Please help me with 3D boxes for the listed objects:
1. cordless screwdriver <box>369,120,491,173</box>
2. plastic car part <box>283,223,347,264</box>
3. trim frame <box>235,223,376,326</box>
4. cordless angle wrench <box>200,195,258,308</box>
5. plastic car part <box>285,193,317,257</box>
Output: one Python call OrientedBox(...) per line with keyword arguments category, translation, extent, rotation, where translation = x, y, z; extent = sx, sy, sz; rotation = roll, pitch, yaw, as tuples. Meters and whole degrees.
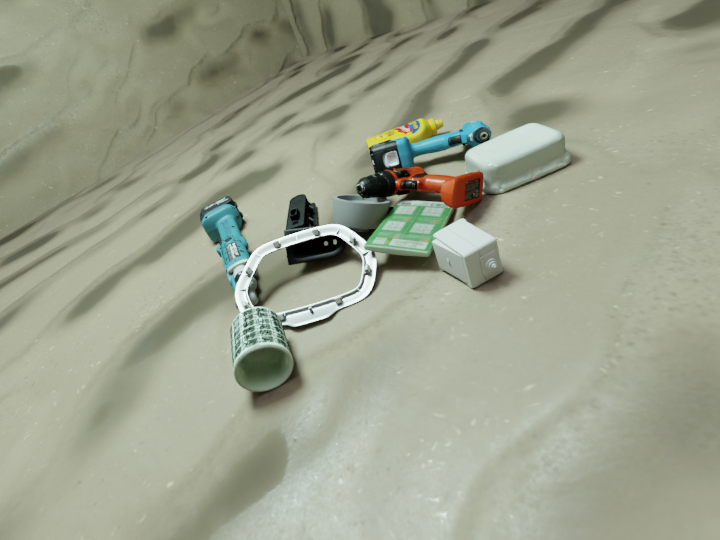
OrientedBox(category="cordless screwdriver", translation=(0.147, -0.263, 0.905), extent=(0.253, 0.073, 0.160), rotation=(-13, 18, 13))
OrientedBox(category="plastic car part", translation=(-0.078, -0.051, 0.794), extent=(0.118, 0.066, 0.070), rotation=(-8, 0, 6))
OrientedBox(category="trim frame", translation=(-0.095, 0.007, 0.709), extent=(0.250, 0.026, 0.191), rotation=(-16, 56, 4))
OrientedBox(category="cordless angle wrench", translation=(-0.273, -0.045, 0.907), extent=(0.097, 0.071, 0.445), rotation=(-29, 36, -8))
OrientedBox(category="plastic car part", translation=(-0.132, -0.107, 0.910), extent=(0.067, 0.064, 0.209), rotation=(-24, 30, 12))
